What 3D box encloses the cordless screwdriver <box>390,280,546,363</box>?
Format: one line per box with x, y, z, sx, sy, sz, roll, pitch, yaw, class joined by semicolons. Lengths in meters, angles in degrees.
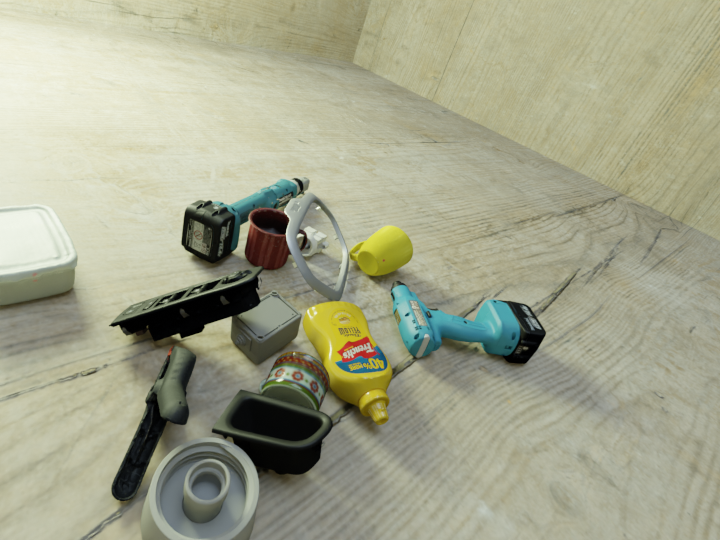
0.177;0.083;0.747;0.244;0.073;0.165;5;35;-13;cordless screwdriver

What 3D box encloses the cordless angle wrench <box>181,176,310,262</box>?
-0.202;-0.140;0.881;0.076;0.096;0.419;23;29;9;cordless angle wrench

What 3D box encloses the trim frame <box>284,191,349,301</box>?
-0.075;-0.049;0.770;0.177;0.028;0.252;56;24;-24;trim frame

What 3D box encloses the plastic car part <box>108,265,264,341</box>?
-0.217;0.049;0.556;0.204;0.066;0.067;-22;8;4;plastic car part

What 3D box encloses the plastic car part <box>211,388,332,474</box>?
-0.092;0.186;0.458;0.119;0.069;0.066;11;25;13;plastic car part
